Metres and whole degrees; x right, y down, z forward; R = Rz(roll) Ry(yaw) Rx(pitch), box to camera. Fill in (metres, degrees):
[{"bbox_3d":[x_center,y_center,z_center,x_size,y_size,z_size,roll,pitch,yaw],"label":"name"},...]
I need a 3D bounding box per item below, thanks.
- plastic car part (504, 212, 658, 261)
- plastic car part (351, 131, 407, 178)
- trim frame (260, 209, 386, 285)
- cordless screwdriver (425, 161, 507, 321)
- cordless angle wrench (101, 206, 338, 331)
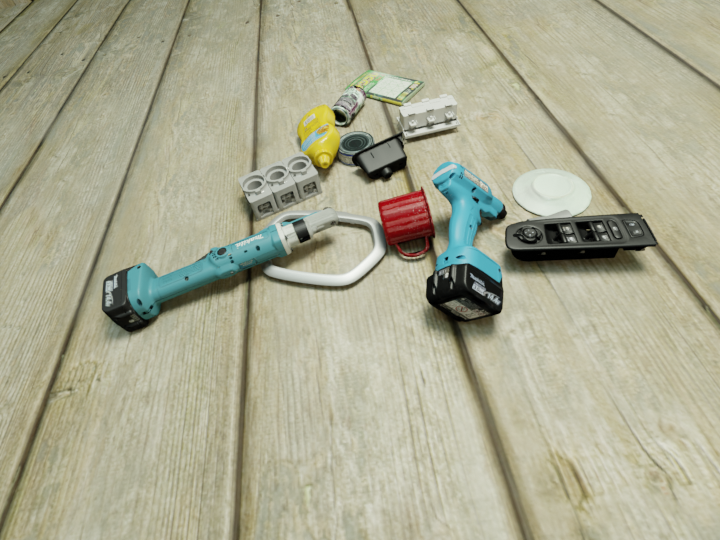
[{"bbox_3d":[0.327,-0.047,0.659,0.206,0.064,0.068,0,59,8],"label":"plastic car part"},{"bbox_3d":[0.049,-0.225,0.878,0.116,0.064,0.074,-27,66,-6],"label":"plastic car part"},{"bbox_3d":[-0.076,-0.050,0.781,0.256,0.026,0.187,4,54,18],"label":"trim frame"},{"bbox_3d":[0.181,-0.043,0.669,0.076,0.152,0.254,-30,43,47],"label":"cordless screwdriver"},{"bbox_3d":[-0.236,-0.018,0.746,0.422,0.071,0.103,-22,51,-2],"label":"cordless angle wrench"}]
